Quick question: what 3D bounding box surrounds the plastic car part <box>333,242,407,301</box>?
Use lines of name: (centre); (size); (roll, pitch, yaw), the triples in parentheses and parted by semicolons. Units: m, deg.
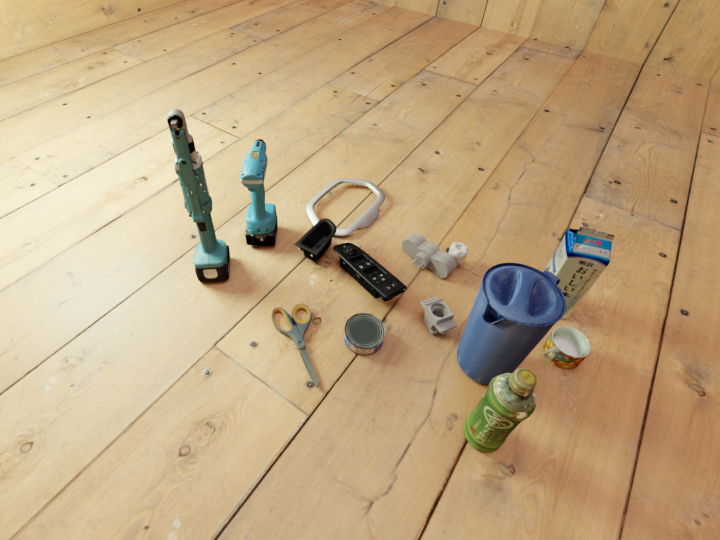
plastic car part: (0.014, 0.005, 0.987); (0.065, 0.065, 0.214); (-28, 54, -26)

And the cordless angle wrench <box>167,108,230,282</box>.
cordless angle wrench: (-0.337, -0.139, 0.879); (0.073, 0.411, 0.102); (-3, 49, -9)

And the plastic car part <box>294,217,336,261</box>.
plastic car part: (-0.102, -0.067, 1.048); (0.068, 0.069, 0.115); (26, 52, 19)

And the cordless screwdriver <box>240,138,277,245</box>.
cordless screwdriver: (-0.247, -0.187, 1.038); (0.074, 0.242, 0.164); (2, 48, -4)

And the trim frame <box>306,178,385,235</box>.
trim frame: (-0.040, -0.182, 1.181); (0.192, 0.027, 0.246); (28, 53, 22)
